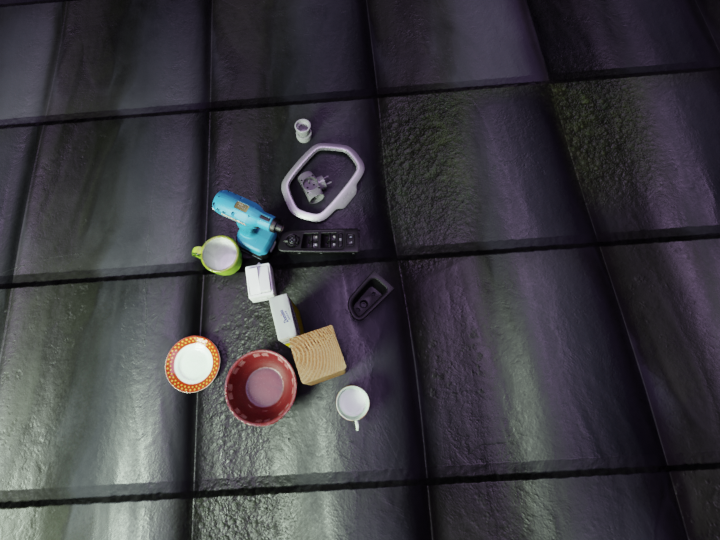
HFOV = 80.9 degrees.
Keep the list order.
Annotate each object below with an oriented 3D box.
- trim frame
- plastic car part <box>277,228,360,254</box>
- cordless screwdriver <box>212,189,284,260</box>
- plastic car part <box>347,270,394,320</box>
[{"bbox_3d":[-0.101,-0.241,1.138,0.189,0.027,0.248,34,76,13],"label":"trim frame"},{"bbox_3d":[-0.103,-0.068,1.057,0.204,0.065,0.067,1,72,3],"label":"plastic car part"},{"bbox_3d":[-0.236,-0.091,0.979,0.162,0.244,0.074,25,74,7],"label":"cordless screwdriver"},{"bbox_3d":[0.015,0.069,1.001,0.068,0.069,0.116,42,77,12],"label":"plastic car part"}]
